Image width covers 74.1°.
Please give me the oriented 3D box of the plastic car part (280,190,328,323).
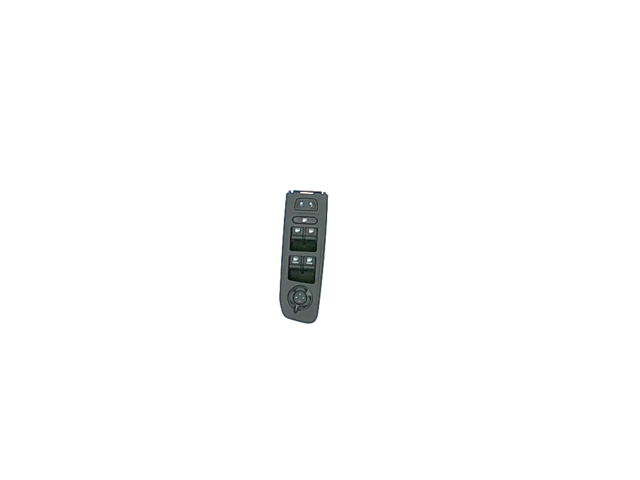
[{"bbox_3d":[-0.028,0.027,0.664,0.066,0.202,0.067,4,-13,-6],"label":"plastic car part"}]
